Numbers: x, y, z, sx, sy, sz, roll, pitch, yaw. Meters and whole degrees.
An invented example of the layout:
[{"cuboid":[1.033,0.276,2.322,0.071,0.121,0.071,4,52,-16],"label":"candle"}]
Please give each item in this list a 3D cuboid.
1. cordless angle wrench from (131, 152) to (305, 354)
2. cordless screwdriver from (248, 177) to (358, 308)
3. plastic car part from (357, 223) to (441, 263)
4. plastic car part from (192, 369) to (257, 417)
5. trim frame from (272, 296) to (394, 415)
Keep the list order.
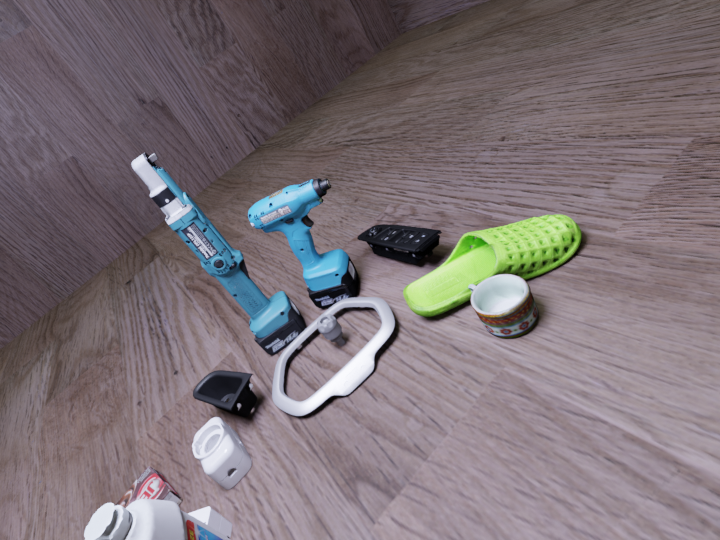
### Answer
[{"cuboid":[-0.247,-0.022,0.744,0.098,0.405,0.077,-34,27,-1],"label":"cordless angle wrench"},{"cuboid":[-0.076,-0.050,0.782,0.163,0.238,0.076,-21,30,22],"label":"cordless screwdriver"},{"cuboid":[0.073,-0.052,0.812,0.066,0.064,0.214,-44,32,-17],"label":"plastic car part"},{"cuboid":[-0.222,0.216,0.721,0.122,0.068,0.066,-7,39,39],"label":"plastic car part"},{"cuboid":[-0.049,0.134,0.708,0.247,0.026,0.194,-42,31,-11],"label":"trim frame"}]
